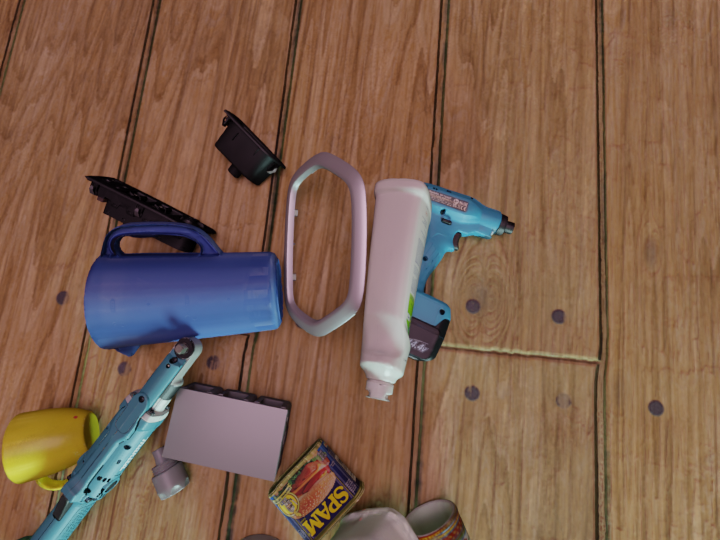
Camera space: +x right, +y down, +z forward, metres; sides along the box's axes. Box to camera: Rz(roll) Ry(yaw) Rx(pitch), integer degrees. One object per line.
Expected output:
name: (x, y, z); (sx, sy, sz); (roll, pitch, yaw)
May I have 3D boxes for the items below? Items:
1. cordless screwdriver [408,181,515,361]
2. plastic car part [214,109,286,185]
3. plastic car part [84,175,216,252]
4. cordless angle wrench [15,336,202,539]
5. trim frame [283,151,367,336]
cordless screwdriver: (0.113, 0.005, 0.598); (0.161, 0.073, 0.250); (18, 77, 5)
plastic car part: (-0.181, -0.180, 0.658); (0.071, 0.065, 0.118); (-42, 85, 10)
plastic car part: (-0.321, -0.082, 0.642); (0.206, 0.065, 0.067); (22, 92, 6)
cordless angle wrench: (-0.336, 0.257, 0.538); (0.076, 0.095, 0.423); (37, 89, 13)
trim frame: (-0.056, -0.037, 0.572); (0.193, 0.026, 0.249); (-1, 88, 47)
